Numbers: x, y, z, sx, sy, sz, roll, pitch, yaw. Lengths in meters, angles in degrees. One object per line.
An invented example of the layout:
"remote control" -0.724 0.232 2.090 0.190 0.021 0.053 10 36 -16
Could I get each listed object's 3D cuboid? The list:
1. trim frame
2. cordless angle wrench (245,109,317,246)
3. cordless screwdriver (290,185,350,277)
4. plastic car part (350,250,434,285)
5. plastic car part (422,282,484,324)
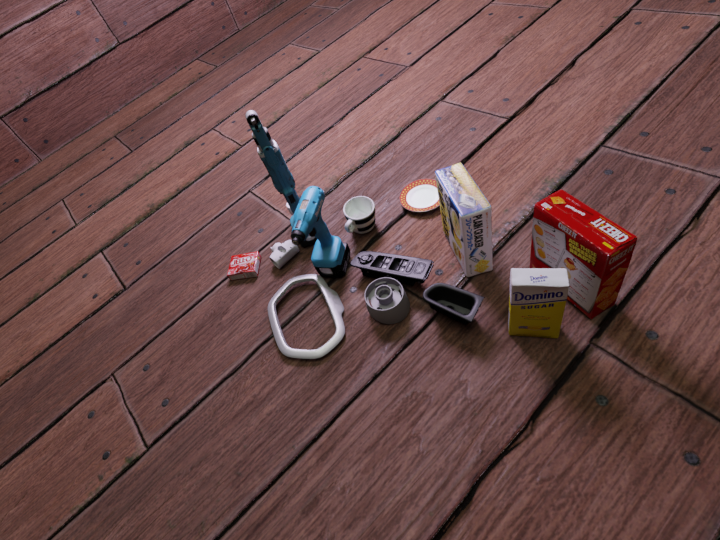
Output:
"trim frame" -0.134 0.109 1.043 0.184 0.026 0.261 -27 48 -1
"cordless angle wrench" -0.197 -0.228 1.088 0.074 0.402 0.103 -24 48 -2
"cordless screwdriver" -0.101 -0.066 1.031 0.077 0.237 0.161 1 53 20
"plastic car part" 0.074 -0.004 1.029 0.213 0.064 0.066 13 58 29
"plastic car part" 0.198 0.077 0.913 0.123 0.067 0.066 21 62 33
